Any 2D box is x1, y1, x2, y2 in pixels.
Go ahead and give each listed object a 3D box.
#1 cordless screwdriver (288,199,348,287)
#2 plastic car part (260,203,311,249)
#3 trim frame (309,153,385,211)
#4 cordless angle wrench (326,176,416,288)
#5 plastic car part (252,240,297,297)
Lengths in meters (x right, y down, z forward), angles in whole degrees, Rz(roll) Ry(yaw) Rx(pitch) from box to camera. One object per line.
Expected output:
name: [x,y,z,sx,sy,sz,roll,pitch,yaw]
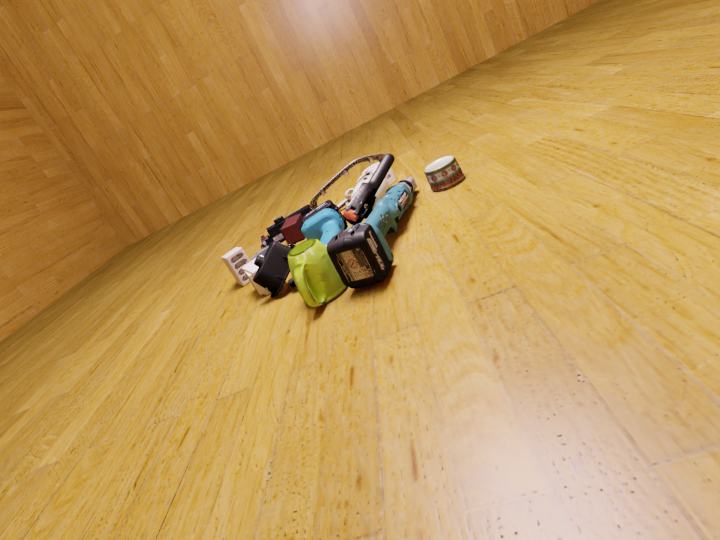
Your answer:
cordless screwdriver: [-0.089,-0.058,0.909,0.160,0.071,0.257,-34,25,6]
plastic car part: [-0.207,-0.132,1.224,0.202,0.066,0.068,-27,13,-3]
trim frame: [-0.031,-0.216,1.102,0.251,0.028,0.176,-39,-16,21]
cordless angle wrench: [0.054,-0.112,0.836,0.077,0.095,0.421,-18,21,28]
plastic car part: [-0.176,-0.012,0.852,0.117,0.069,0.068,-64,17,-16]
